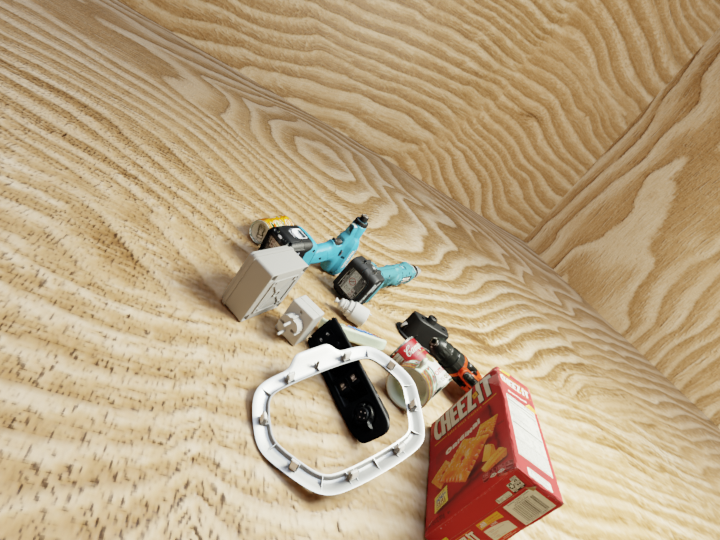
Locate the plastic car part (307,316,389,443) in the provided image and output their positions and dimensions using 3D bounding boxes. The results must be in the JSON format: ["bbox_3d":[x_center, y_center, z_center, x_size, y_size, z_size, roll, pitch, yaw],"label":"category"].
[{"bbox_3d":[-0.015,0.173,0.658,0.063,0.066,0.214,50,5,-45],"label":"plastic car part"}]

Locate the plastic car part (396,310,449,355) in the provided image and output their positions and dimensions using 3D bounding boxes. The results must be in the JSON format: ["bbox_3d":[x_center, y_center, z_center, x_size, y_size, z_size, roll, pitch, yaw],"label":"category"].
[{"bbox_3d":[0.147,0.133,0.934,0.114,0.071,0.067,34,21,-11],"label":"plastic car part"}]

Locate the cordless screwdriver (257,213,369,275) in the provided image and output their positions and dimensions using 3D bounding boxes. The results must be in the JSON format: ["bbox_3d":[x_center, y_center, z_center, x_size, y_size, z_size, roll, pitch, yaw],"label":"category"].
[{"bbox_3d":[-0.086,-0.056,0.881,0.078,0.159,0.237,47,27,24],"label":"cordless screwdriver"}]

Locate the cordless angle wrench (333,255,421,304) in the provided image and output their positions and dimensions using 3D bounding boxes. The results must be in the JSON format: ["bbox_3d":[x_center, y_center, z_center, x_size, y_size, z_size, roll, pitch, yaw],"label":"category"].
[{"bbox_3d":[0.075,0.013,1.057,0.077,0.098,0.406,47,22,17],"label":"cordless angle wrench"}]

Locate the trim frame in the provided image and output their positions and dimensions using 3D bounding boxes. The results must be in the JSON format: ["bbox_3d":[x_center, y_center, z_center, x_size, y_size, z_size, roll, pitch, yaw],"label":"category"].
[{"bbox_3d":[-0.023,0.181,0.563,0.240,0.027,0.194,-15,48,-30],"label":"trim frame"}]
